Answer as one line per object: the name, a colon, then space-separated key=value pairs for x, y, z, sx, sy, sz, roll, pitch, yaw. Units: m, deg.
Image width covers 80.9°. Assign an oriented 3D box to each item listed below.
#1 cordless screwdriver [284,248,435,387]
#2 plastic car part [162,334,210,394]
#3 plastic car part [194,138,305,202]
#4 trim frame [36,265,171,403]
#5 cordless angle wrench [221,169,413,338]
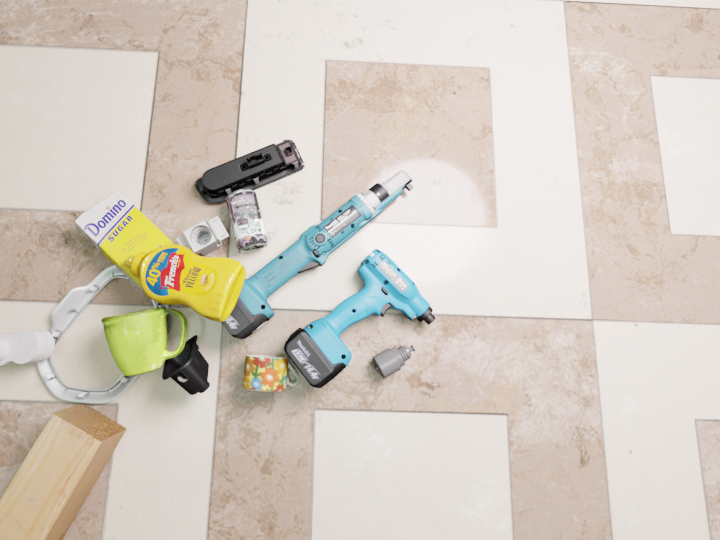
cordless screwdriver: x=0.000 y=0.098 z=0.718 sx=0.247 sy=0.074 sz=0.161 roll=-44 pitch=85 yaw=-13
plastic car part: x=-0.273 y=0.164 z=0.683 sx=0.065 sy=0.121 sz=0.069 roll=-40 pitch=111 yaw=-10
plastic car part: x=-0.205 y=-0.182 z=0.773 sx=0.202 sy=0.067 sz=0.066 roll=-25 pitch=91 yaw=-4
trim frame: x=-0.439 y=0.108 z=0.724 sx=0.186 sy=0.027 sz=0.248 roll=35 pitch=82 yaw=6
cordless angle wrench: x=-0.073 y=-0.048 z=0.746 sx=0.420 sy=0.074 sz=0.099 roll=-40 pitch=85 yaw=-11
